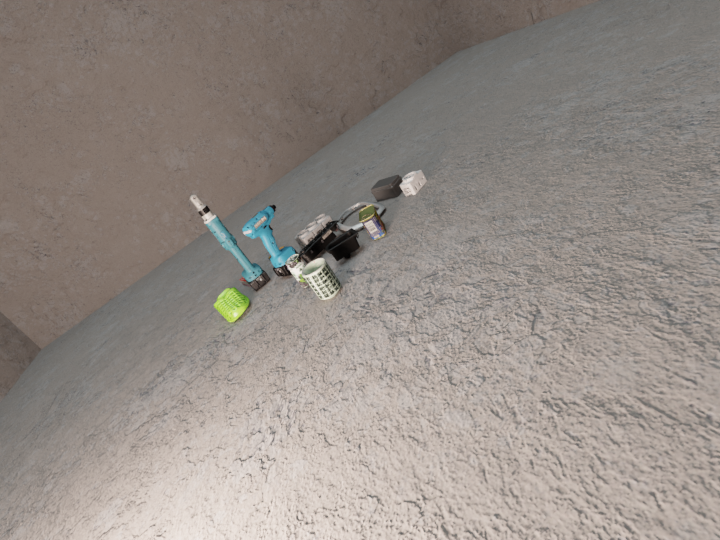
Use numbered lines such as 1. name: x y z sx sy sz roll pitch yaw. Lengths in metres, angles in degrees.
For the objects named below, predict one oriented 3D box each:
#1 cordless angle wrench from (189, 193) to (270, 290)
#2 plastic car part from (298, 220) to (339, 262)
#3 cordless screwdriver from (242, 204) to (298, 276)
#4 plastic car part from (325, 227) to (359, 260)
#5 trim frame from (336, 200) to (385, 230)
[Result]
1. cordless angle wrench: -0.490 -0.107 1.563 0.074 0.408 0.102 -40 21 -16
2. plastic car part: -0.150 -0.098 1.536 0.201 0.065 0.069 -42 24 -15
3. cordless screwdriver: -0.304 -0.108 1.535 0.077 0.240 0.158 -10 32 47
4. plastic car part: -0.051 -0.074 1.365 0.116 0.068 0.068 -36 22 -4
5. trim frame: -0.004 -0.209 1.598 0.183 0.026 0.260 -40 25 -11
